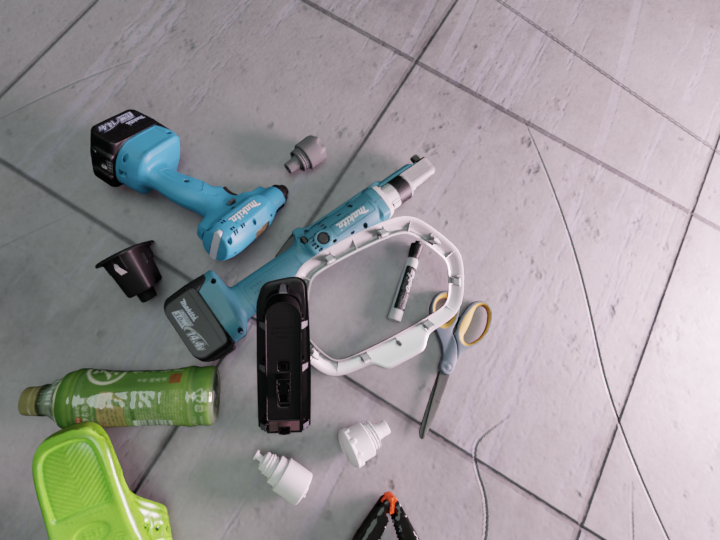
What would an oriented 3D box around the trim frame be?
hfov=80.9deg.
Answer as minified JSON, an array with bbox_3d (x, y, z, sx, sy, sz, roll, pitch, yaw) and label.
[{"bbox_3d":[0.025,0.037,0.544,0.246,0.028,0.179,-26,106,-9],"label":"trim frame"}]

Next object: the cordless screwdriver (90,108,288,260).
[{"bbox_3d":[-0.227,-0.128,0.579,0.253,0.074,0.158,33,44,7],"label":"cordless screwdriver"}]

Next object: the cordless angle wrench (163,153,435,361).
[{"bbox_3d":[-0.057,-0.037,0.579,0.418,0.074,0.100,-36,82,-15],"label":"cordless angle wrench"}]

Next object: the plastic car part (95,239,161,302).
[{"bbox_3d":[-0.283,0.005,0.533,0.065,0.121,0.069,-31,106,-14],"label":"plastic car part"}]

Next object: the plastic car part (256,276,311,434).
[{"bbox_3d":[-0.093,0.109,0.498,0.066,0.067,0.201,1,99,0],"label":"plastic car part"}]
